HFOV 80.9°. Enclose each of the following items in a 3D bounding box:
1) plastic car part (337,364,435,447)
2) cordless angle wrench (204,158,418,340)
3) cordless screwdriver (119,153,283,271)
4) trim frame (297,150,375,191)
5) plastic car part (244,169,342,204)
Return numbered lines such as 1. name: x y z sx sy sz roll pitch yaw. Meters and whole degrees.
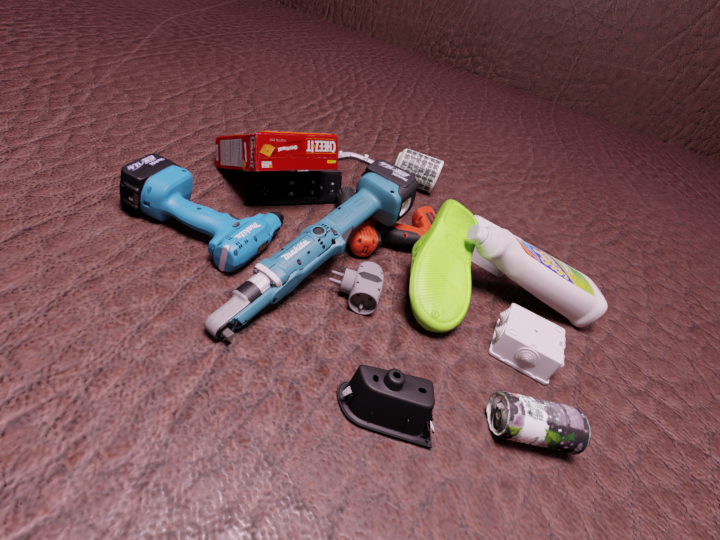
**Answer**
1. plastic car part: 0.037 0.144 0.487 0.116 0.070 0.067 18 35 -5
2. cordless angle wrench: -0.063 -0.041 0.642 0.102 0.072 0.416 32 53 21
3. cordless screwdriver: -0.255 -0.105 0.692 0.254 0.073 0.157 30 38 10
4. trim frame: -0.033 -0.228 0.971 0.193 0.027 0.241 37 43 26
5. plastic car part: -0.136 -0.168 0.825 0.195 0.065 0.071 -11 36 -32
